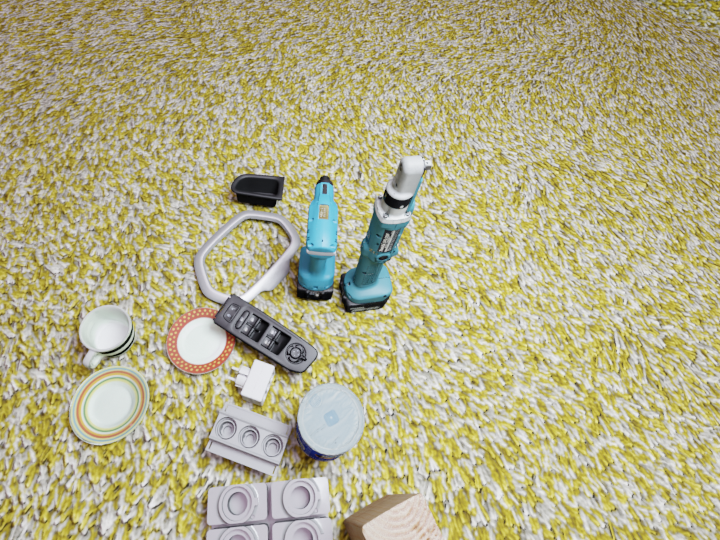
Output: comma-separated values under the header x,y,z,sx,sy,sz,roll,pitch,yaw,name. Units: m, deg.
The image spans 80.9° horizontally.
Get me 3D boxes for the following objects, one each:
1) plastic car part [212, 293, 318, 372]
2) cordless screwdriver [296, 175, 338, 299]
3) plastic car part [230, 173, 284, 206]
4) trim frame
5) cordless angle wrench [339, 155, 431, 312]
x,y,z,sx,sy,sz,roll,pitch,yaw,name
-0.178,0.128,0.801,0.208,0.065,0.066,29,61,11,plastic car part
-0.079,-0.052,0.811,0.074,0.244,0.163,4,61,-7,cordless screwdriver
-0.235,-0.177,0.973,0.116,0.069,0.068,4,61,-3,plastic car part
-0.243,-0.033,0.912,0.189,0.027,0.247,32,63,14,trim frame
0.034,-0.043,0.716,0.096,0.415,0.077,-5,63,-12,cordless angle wrench
